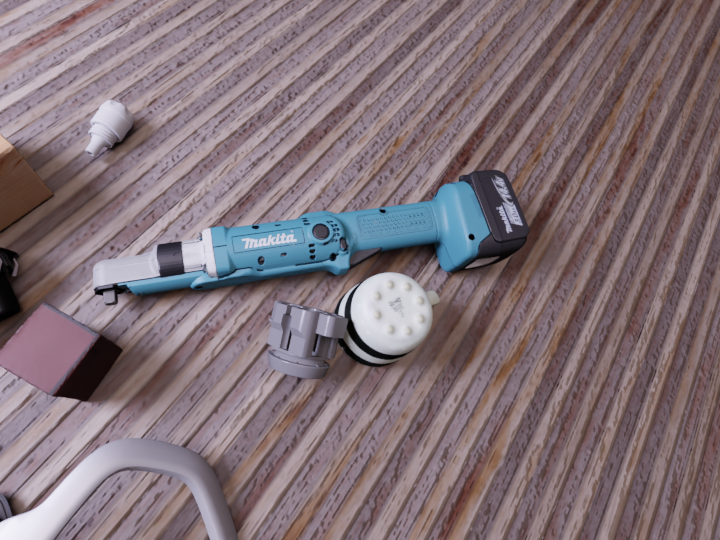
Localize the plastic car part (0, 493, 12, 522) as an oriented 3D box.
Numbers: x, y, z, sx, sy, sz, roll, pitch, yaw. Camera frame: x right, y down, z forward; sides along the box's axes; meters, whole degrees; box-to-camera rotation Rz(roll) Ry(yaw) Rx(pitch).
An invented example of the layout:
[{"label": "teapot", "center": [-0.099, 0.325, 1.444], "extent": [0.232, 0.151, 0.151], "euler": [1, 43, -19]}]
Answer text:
[{"label": "plastic car part", "center": [-0.347, 0.206, 0.277], "extent": [0.198, 0.066, 0.068], "euler": [-13, 67, -20]}]

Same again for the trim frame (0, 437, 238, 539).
[{"label": "trim frame", "center": [-0.177, 0.239, 0.271], "extent": [0.178, 0.028, 0.249], "euler": [46, 49, -20]}]

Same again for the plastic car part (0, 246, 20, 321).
[{"label": "plastic car part", "center": [-0.339, 0.036, 0.349], "extent": [0.115, 0.067, 0.070], "euler": [-35, 96, -19]}]

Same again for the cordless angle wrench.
[{"label": "cordless angle wrench", "center": [-0.042, -0.027, 0.428], "extent": [0.415, 0.074, 0.100], "euler": [-9, 72, -13]}]
